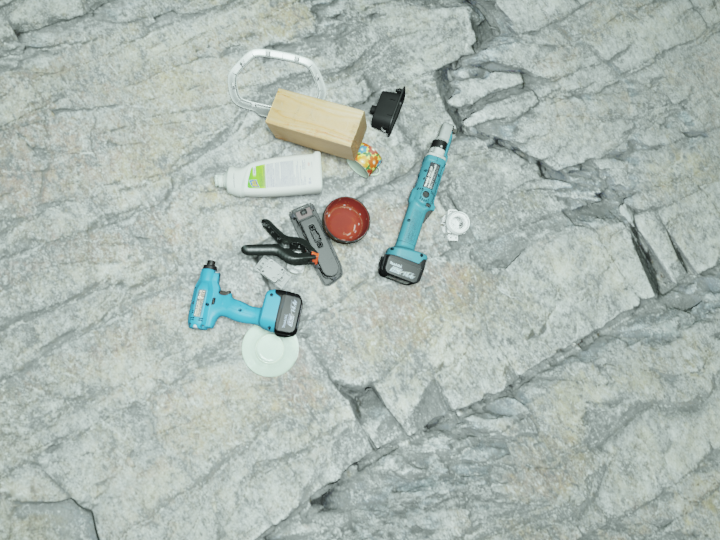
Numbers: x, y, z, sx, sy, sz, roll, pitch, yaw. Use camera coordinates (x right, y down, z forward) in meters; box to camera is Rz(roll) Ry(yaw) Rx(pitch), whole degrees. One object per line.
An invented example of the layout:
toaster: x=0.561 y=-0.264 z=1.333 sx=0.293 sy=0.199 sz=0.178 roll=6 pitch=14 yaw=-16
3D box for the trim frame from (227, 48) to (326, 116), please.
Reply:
trim frame: x=-0.208 y=-0.466 z=1.059 sx=0.246 sy=0.028 sz=0.185 roll=10 pitch=83 yaw=-5

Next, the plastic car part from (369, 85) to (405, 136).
plastic car part: x=0.062 y=-0.402 z=1.060 sx=0.073 sy=0.064 sz=0.117 roll=23 pitch=84 yaw=11

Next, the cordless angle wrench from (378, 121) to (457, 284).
cordless angle wrench: x=0.152 y=-0.175 z=1.029 sx=0.097 sy=0.074 sz=0.425 roll=20 pitch=79 yaw=-4

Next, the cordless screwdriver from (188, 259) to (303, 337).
cordless screwdriver: x=-0.255 y=0.065 z=0.956 sx=0.250 sy=0.073 sz=0.161 roll=6 pitch=72 yaw=2

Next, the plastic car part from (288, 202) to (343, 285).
plastic car part: x=-0.098 y=-0.064 z=0.997 sx=0.065 sy=0.068 sz=0.204 roll=-24 pitch=88 yaw=-16
